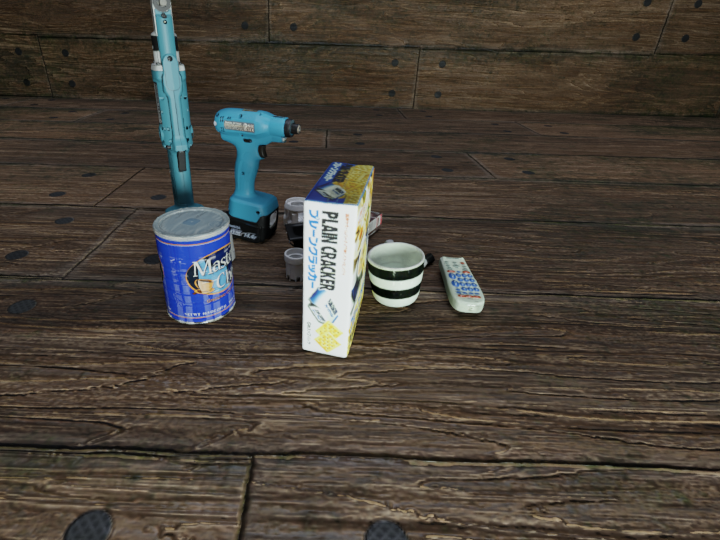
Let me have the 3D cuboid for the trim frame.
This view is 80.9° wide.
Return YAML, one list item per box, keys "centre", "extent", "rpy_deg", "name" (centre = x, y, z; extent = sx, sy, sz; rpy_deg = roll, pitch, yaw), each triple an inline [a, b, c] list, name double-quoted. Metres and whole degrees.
- centre: [-0.057, 0.237, 0.303]
  extent: [0.240, 0.027, 0.195]
  rpy_deg: [-16, 34, -29]
  name: "trim frame"

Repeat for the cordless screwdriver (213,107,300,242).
- centre: [-0.190, -0.176, 0.804]
  extent: [0.164, 0.243, 0.074]
  rpy_deg: [12, 29, 15]
  name: "cordless screwdriver"

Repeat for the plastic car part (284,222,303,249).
- centre: [-0.074, -0.049, 0.761]
  extent: [0.114, 0.069, 0.069]
  rpy_deg: [-5, 30, -13]
  name: "plastic car part"

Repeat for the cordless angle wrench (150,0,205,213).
- centre: [-0.319, -0.237, 0.732]
  extent: [0.072, 0.413, 0.104]
  rpy_deg: [-12, 32, -28]
  name: "cordless angle wrench"
